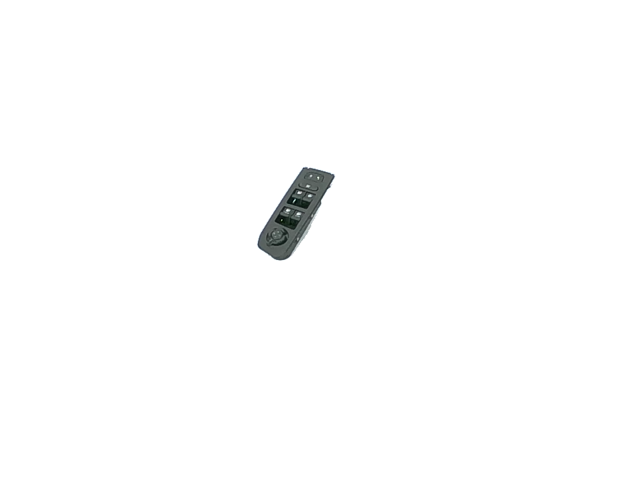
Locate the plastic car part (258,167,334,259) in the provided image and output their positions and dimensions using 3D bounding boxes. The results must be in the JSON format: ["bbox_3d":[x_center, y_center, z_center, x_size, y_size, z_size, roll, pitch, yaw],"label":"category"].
[{"bbox_3d":[-0.045,-0.043,0.761,0.066,0.202,0.067,23,-34,11],"label":"plastic car part"}]
